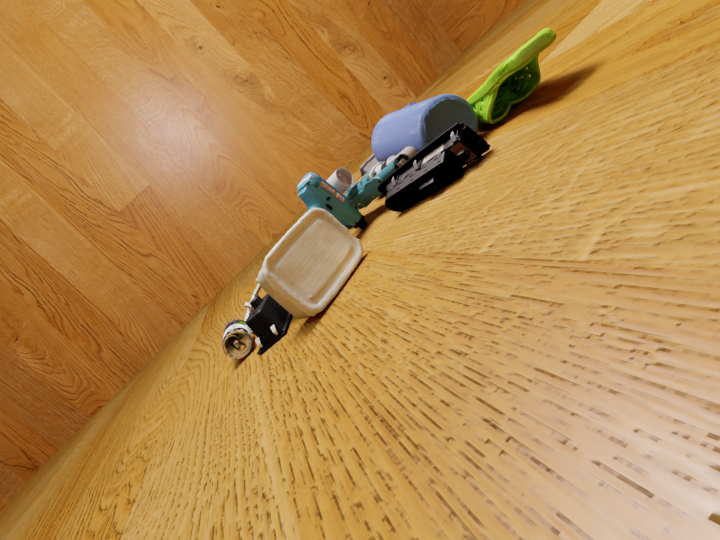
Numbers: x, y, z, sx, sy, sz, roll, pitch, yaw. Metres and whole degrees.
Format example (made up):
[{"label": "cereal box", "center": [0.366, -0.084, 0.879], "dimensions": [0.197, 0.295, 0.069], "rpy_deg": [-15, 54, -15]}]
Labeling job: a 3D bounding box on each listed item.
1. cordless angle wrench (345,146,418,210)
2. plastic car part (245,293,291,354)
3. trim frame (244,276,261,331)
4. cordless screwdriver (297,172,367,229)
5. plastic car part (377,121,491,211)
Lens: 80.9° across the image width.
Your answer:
[{"label": "cordless angle wrench", "center": [-0.003, -0.157, 0.892], "dimensions": [0.097, 0.073, 0.432], "rpy_deg": [-50, 12, -25]}, {"label": "plastic car part", "center": [-0.163, 0.077, 0.733], "dimensions": [0.066, 0.069, 0.119], "rpy_deg": [-40, 16, 14]}, {"label": "trim frame", "center": [-0.197, 0.043, 0.904], "dimensions": [0.256, 0.026, 0.185], "rpy_deg": [-6, 57, 64]}, {"label": "cordless screwdriver", "center": [-0.076, -0.050, 0.782], "dimensions": [0.076, 0.153, 0.251], "rpy_deg": [-28, 36, 50]}, {"label": "plastic car part", "center": [0.104, -0.146, 0.673], "dimensions": [0.209, 0.063, 0.068], "rpy_deg": [-23, 49, 53]}]
